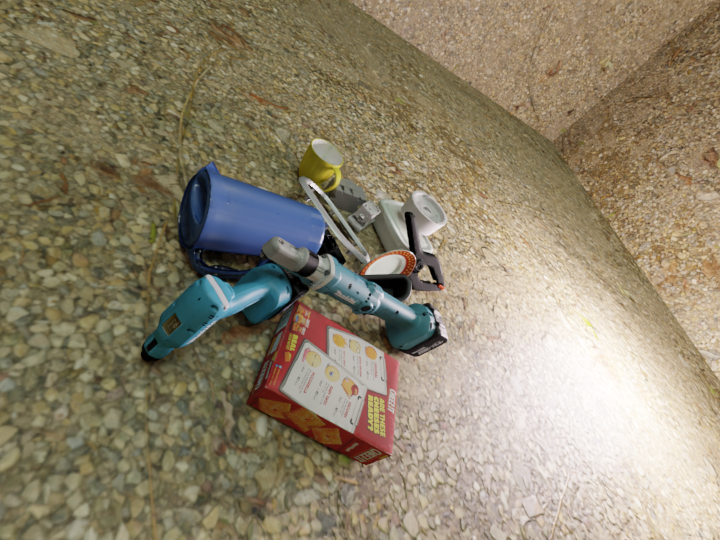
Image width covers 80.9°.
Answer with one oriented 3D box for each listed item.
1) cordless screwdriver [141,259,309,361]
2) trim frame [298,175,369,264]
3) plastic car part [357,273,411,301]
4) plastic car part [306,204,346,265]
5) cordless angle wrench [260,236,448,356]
[{"bbox_3d":[-0.191,0.054,0.618,0.076,0.161,0.241,54,23,6],"label":"cordless screwdriver"},{"bbox_3d":[-0.057,-0.107,0.897,0.258,0.028,0.176,53,12,21],"label":"trim frame"},{"bbox_3d":[0.039,0.046,0.855,0.112,0.072,0.068,-2,69,-27],"label":"plastic car part"},{"bbox_3d":[-0.084,-0.055,0.861,0.064,0.067,0.211,-12,59,-39],"label":"plastic car part"},{"bbox_3d":[0.002,0.044,0.714,0.399,0.099,0.077,32,33,-40],"label":"cordless angle wrench"}]
